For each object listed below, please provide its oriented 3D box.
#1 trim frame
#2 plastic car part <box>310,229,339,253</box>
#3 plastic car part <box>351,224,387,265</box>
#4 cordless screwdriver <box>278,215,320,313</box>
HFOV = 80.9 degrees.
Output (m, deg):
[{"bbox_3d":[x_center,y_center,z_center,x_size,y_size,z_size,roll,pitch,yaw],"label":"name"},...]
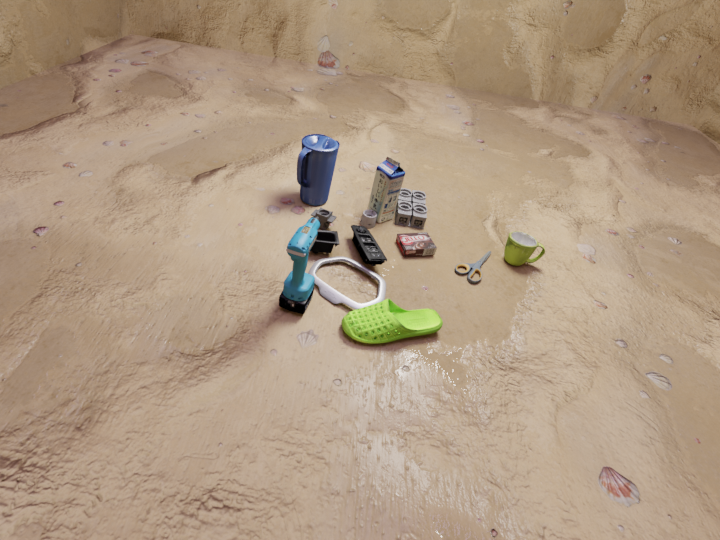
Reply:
[{"bbox_3d":[-0.039,0.034,1.250,0.260,0.027,0.180,31,45,25],"label":"trim frame"},{"bbox_3d":[-0.131,-0.086,1.344,0.115,0.069,0.068,2,40,-9],"label":"plastic car part"},{"bbox_3d":[0.019,-0.077,1.362,0.065,0.065,0.213,-5,41,-18],"label":"plastic car part"},{"bbox_3d":[-0.152,-0.016,1.121,0.075,0.243,0.160,17,40,5],"label":"cordless screwdriver"}]
